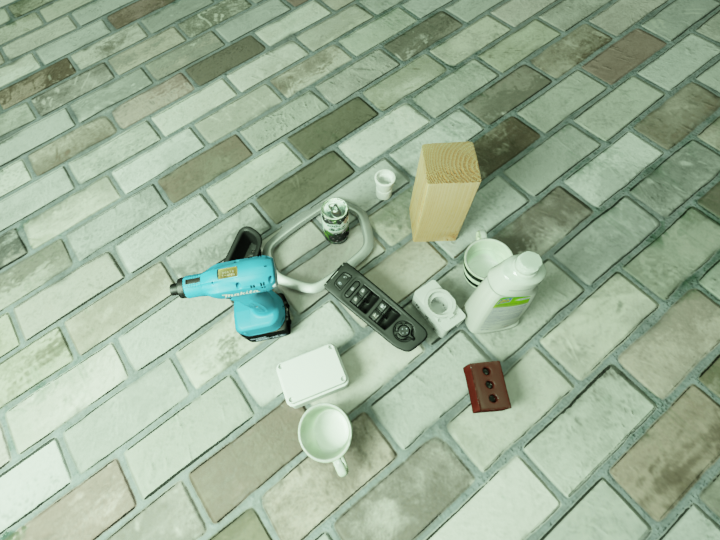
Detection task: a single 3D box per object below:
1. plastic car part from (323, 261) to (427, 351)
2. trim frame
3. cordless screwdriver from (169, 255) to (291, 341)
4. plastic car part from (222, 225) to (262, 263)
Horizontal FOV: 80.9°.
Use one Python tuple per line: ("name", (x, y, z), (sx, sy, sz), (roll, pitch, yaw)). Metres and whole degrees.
("plastic car part", (0.027, 0.076, 0.786), (0.211, 0.065, 0.066), (38, 71, 20))
("trim frame", (-0.086, -0.057, 0.885), (0.246, 0.027, 0.192), (-39, 67, -14))
("cordless screwdriver", (-0.205, 0.055, 0.719), (0.159, 0.241, 0.077), (-9, 65, -3))
("plastic car part", (-0.230, -0.022, 0.857), (0.067, 0.069, 0.118), (13, 65, 9))
